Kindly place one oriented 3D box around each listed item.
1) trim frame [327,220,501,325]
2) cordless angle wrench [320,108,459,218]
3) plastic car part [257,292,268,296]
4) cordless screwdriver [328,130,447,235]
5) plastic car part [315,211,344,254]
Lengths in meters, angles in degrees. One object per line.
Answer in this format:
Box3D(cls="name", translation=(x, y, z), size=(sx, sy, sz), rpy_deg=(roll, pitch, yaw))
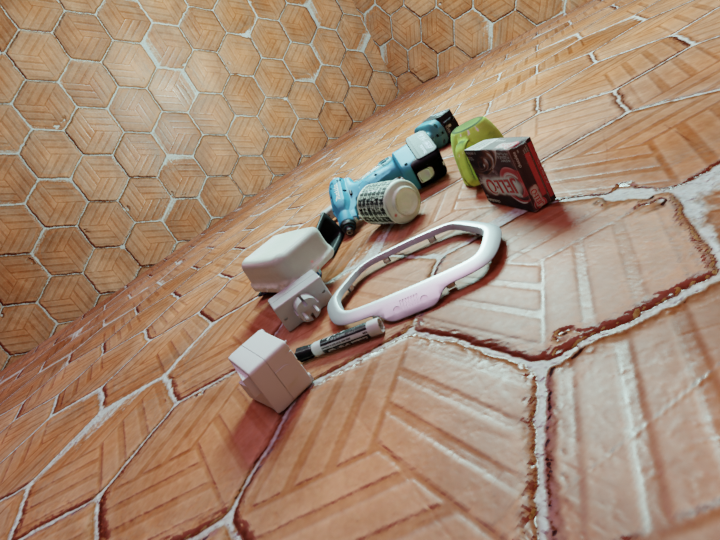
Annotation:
Box3D(cls="trim frame", translation=(0.063, 0.001, 0.556), size=(0.253, 0.027, 0.186), rpy_deg=(-24, 21, 17))
Box3D(cls="cordless angle wrench", translation=(0.069, -0.254, 1.062), size=(0.420, 0.072, 0.102), rpy_deg=(-39, 20, -10))
Box3D(cls="plastic car part", translation=(-0.155, -0.023, 0.878), size=(0.069, 0.064, 0.203), rpy_deg=(-12, 30, 30))
Box3D(cls="cordless screwdriver", translation=(0.052, -0.175, 0.878), size=(0.253, 0.070, 0.165), rpy_deg=(-25, 47, 16))
Box3D(cls="plastic car part", translation=(-0.084, -0.055, 0.856), size=(0.072, 0.064, 0.118), rpy_deg=(-39, 17, 31))
